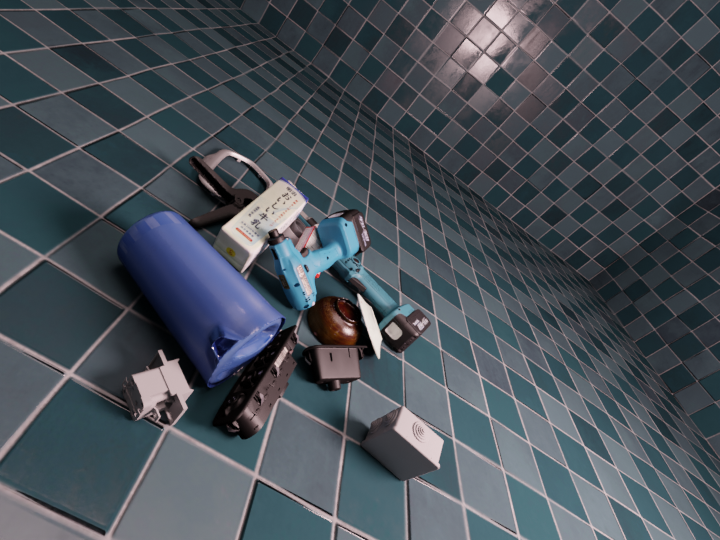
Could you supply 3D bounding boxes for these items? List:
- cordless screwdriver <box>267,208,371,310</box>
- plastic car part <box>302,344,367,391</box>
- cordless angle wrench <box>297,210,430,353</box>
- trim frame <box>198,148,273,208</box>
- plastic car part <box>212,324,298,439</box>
[{"bbox_3d":[-0.082,-0.054,0.840,0.245,0.078,0.154,-45,121,-45],"label":"cordless screwdriver"},{"bbox_3d":[-0.044,0.165,0.712,0.110,0.067,0.073,8,57,-42],"label":"plastic car part"},{"bbox_3d":[-0.025,-0.003,0.970,0.436,0.074,0.094,46,28,16],"label":"cordless angle wrench"},{"bbox_3d":[-0.289,-0.214,0.996,0.179,0.028,0.254,32,30,-17],"label":"trim frame"},{"bbox_3d":[-0.139,0.160,0.601,0.066,0.068,0.202,64,22,-14],"label":"plastic car part"}]
